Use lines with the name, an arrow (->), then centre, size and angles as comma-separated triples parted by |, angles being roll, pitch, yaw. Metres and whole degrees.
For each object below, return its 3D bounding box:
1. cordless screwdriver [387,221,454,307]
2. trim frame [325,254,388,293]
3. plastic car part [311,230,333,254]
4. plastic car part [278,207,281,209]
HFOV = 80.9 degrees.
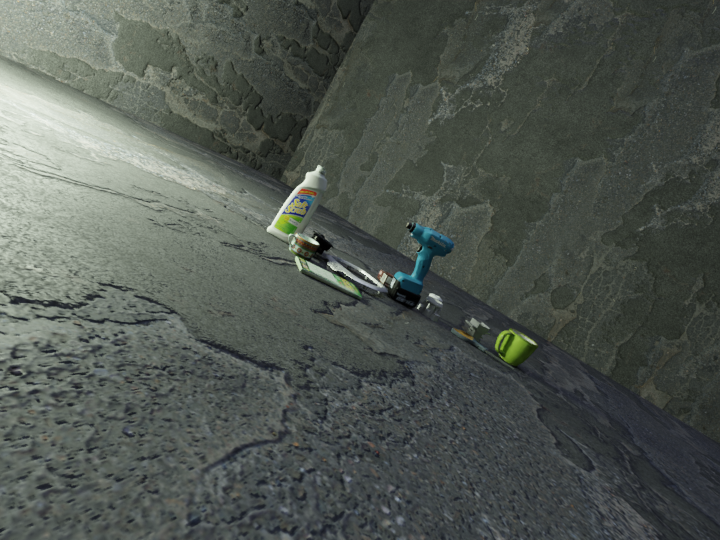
cordless screwdriver -> 0.163, -0.020, 1.322 | 0.157, 0.248, 0.075 | 29, 8, -7
trim frame -> -0.017, 0.011, 1.304 | 0.174, 0.027, 0.262 | 23, 11, -36
plastic car part -> -0.134, -0.087, 1.367 | 0.065, 0.067, 0.207 | 28, 9, -13
plastic car part -> -0.236, -0.156, 1.421 | 0.062, 0.071, 0.123 | 21, 12, -46
